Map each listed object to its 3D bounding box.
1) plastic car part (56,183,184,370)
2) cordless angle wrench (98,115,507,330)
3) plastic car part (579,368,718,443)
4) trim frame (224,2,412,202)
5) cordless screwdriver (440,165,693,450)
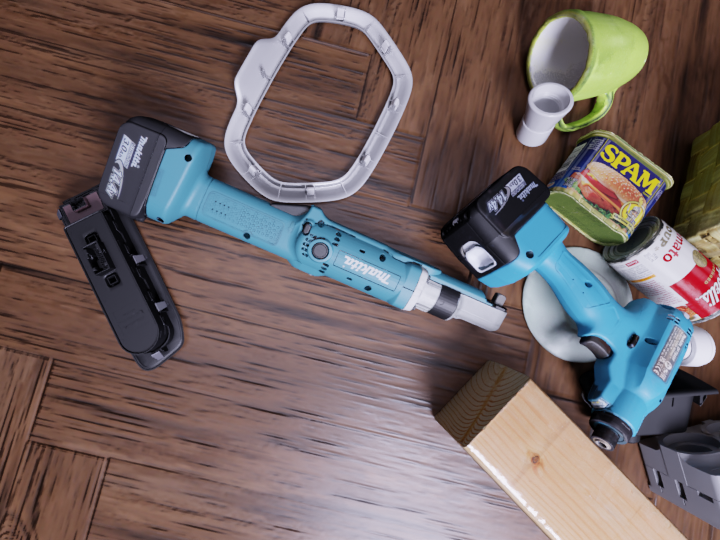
[{"bbox_3d":[-0.244,0.004,0.429,0.065,0.068,0.203,-28,89,-14],"label":"plastic car part"},{"bbox_3d":[-0.043,-0.028,0.435,0.419,0.075,0.097,24,100,-5],"label":"cordless angle wrench"},{"bbox_3d":[0.291,0.145,0.448,0.116,0.067,0.070,-9,101,-2],"label":"plastic car part"},{"bbox_3d":[-0.048,-0.191,0.477,0.184,0.027,0.248,28,85,1],"label":"trim frame"},{"bbox_3d":[0.188,0.029,0.407,0.251,0.074,0.157,44,66,5],"label":"cordless screwdriver"}]
